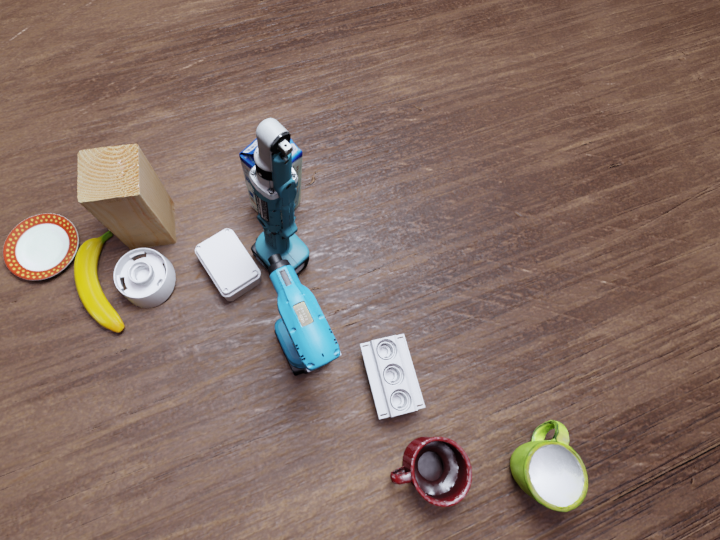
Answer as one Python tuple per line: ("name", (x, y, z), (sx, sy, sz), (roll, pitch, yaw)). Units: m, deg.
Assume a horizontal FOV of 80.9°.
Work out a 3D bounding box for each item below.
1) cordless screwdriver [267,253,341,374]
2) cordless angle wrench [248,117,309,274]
("cordless screwdriver", (-0.096, 0.077, 0.646), (0.073, 0.246, 0.163), (-24, 77, -15))
("cordless angle wrench", (-0.120, -0.082, 0.610), (0.074, 0.419, 0.100), (-41, 83, -18))
